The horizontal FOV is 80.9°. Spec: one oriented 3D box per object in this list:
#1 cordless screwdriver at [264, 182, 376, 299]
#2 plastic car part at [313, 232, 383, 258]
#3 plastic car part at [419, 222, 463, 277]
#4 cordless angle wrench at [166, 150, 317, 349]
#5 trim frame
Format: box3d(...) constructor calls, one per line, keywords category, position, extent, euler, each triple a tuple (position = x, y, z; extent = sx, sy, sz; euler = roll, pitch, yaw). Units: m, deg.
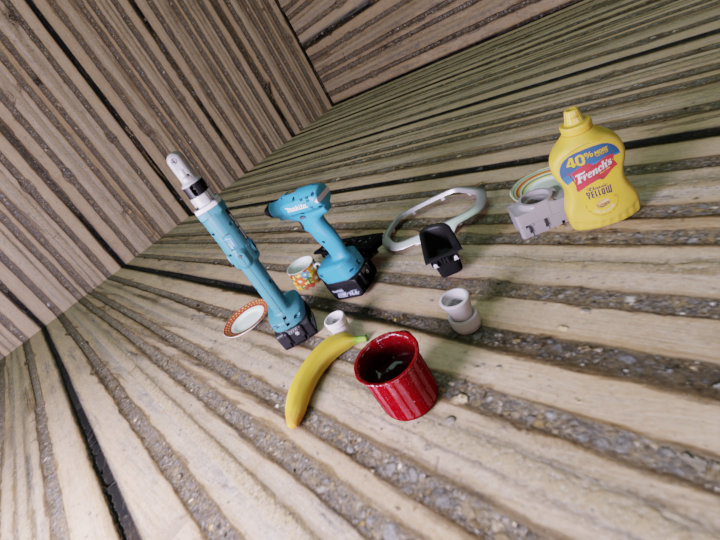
box3d(category="cordless screwdriver", position=(-0.084, -0.055, 0.858), extent=(0.166, 0.239, 0.074), euler=(-10, 31, 40))
box3d(category="plastic car part", position=(-0.026, -0.044, 0.972), extent=(0.213, 0.064, 0.066), euler=(1, 40, 48))
box3d(category="plastic car part", position=(0.150, -0.032, 0.759), extent=(0.067, 0.068, 0.119), euler=(-25, 27, 15))
box3d(category="cordless angle wrench", position=(-0.218, -0.034, 0.781), extent=(0.074, 0.407, 0.101), euler=(-30, 23, 3))
box3d(category="trim frame", position=(0.159, -0.116, 0.938), extent=(0.253, 0.026, 0.188), euler=(-24, 28, 16))
